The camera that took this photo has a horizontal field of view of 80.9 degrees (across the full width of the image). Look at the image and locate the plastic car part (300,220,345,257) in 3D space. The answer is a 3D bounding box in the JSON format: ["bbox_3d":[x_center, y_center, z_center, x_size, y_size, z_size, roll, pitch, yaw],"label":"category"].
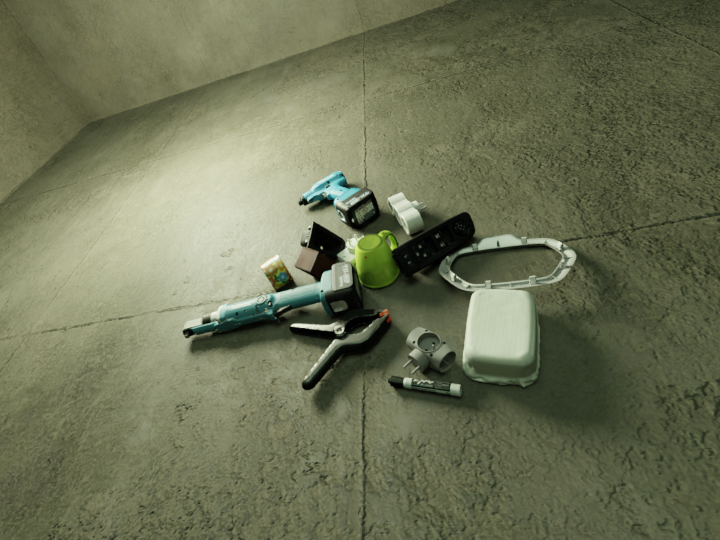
[{"bbox_3d":[-0.101,-0.066,1.030,0.074,0.110,0.067,-4,68,43],"label":"plastic car part"}]

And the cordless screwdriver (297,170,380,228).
[{"bbox_3d":[-0.068,-0.191,1.165,0.158,0.071,0.263,-32,38,-11],"label":"cordless screwdriver"}]

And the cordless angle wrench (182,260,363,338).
[{"bbox_3d":[-0.208,0.083,0.939,0.430,0.071,0.101,-15,40,13],"label":"cordless angle wrench"}]

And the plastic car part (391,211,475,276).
[{"bbox_3d":[0.159,-0.057,0.917,0.201,0.067,0.067,-30,-7,-10],"label":"plastic car part"}]

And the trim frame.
[{"bbox_3d":[0.281,-0.019,0.829,0.255,0.026,0.186,-9,29,19],"label":"trim frame"}]
